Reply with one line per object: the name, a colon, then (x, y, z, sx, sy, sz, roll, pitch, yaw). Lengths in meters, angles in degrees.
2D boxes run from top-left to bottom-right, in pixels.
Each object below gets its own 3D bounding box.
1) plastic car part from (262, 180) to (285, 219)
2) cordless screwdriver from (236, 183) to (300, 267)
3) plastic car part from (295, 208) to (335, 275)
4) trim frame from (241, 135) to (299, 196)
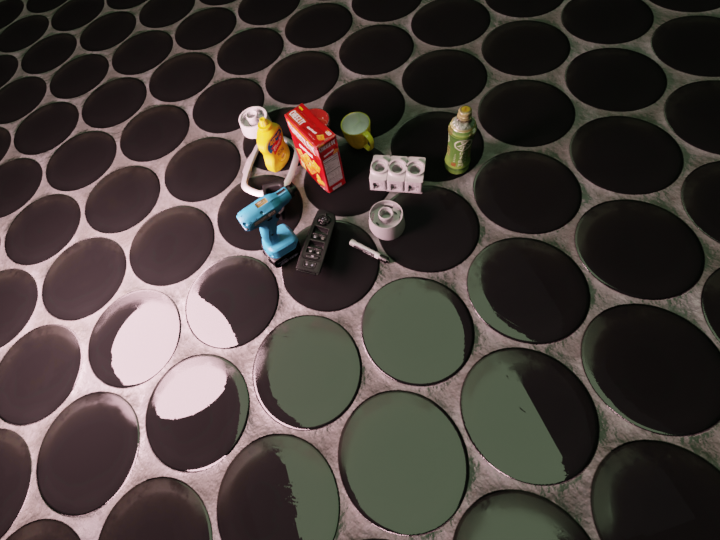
plastic car part: (-0.245, -0.194, 1.240, 0.066, 0.068, 0.120, -12, 62, 3)
cordless screwdriver: (-0.209, -0.115, 1.095, 0.158, 0.239, 0.078, -35, 66, -9)
plastic car part: (-0.113, -0.074, 1.154, 0.068, 0.064, 0.205, 8, 65, 13)
trim frame: (-0.287, -0.335, 1.344, 0.189, 0.026, 0.252, 5, 64, 13)
